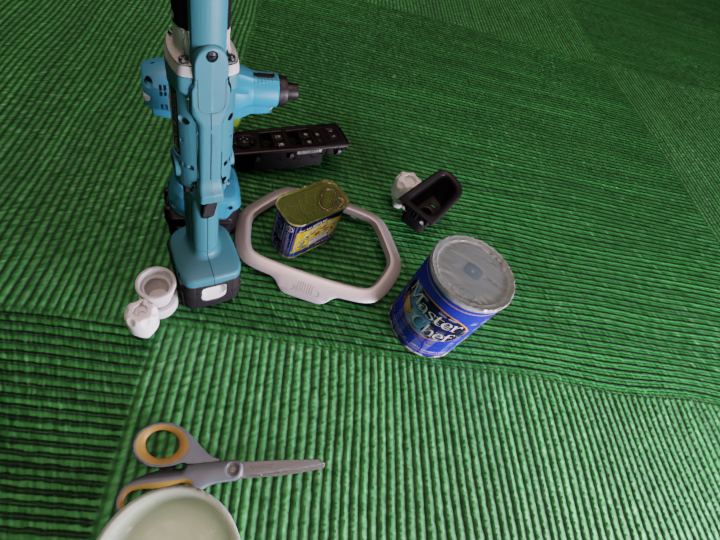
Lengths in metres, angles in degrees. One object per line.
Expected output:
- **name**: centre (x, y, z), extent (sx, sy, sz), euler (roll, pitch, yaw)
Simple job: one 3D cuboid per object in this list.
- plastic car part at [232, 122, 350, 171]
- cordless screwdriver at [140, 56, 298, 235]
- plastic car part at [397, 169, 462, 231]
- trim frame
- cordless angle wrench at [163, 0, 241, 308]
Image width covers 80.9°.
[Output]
- **plastic car part**: centre (-0.126, -0.198, 0.687), extent (0.197, 0.066, 0.069), euler (-8, 59, -20)
- **cordless screwdriver**: centre (-0.172, -0.140, 0.521), extent (0.155, 0.246, 0.077), euler (-3, 59, -20)
- **plastic car part**: centre (0.109, -0.103, 0.679), extent (0.068, 0.070, 0.114), euler (42, 55, 13)
- **trim frame**: centre (-0.060, -0.039, 0.616), extent (0.248, 0.027, 0.187), euler (18, 53, -2)
- **cordless angle wrench**: centre (-0.146, -0.102, 0.393), extent (0.072, 0.419, 0.102), euler (-13, 63, -27)
